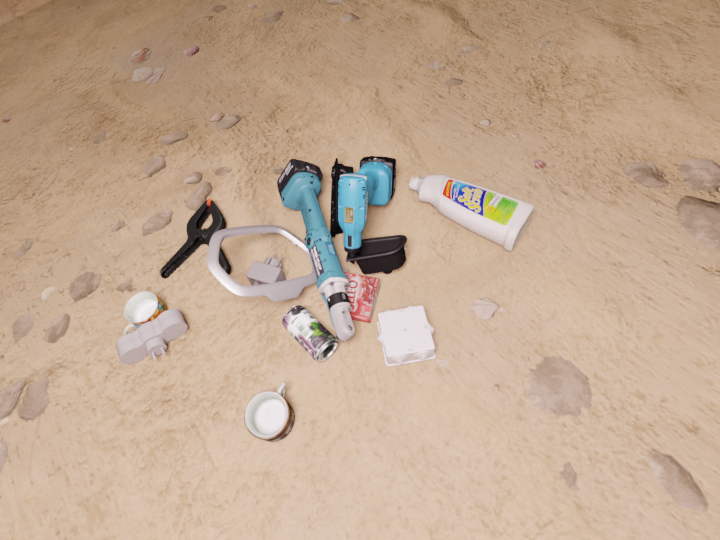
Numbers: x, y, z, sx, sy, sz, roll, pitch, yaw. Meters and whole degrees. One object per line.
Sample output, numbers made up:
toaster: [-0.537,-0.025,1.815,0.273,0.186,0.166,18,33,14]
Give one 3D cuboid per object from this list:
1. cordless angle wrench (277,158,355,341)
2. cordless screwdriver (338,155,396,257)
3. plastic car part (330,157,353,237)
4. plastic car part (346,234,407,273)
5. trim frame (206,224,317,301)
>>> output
cordless angle wrench: [-0.084,-0.055,0.855,0.071,0.098,0.441,9,46,-36]
cordless screwdriver: [0.012,-0.141,0.863,0.076,0.155,0.248,8,27,14]
plastic car part: [-0.039,-0.172,0.953,0.067,0.064,0.209,-3,57,-5]
plastic car part: [0.039,-0.024,0.838,0.120,0.068,0.067,-5,38,19]
trim frame: [-0.185,-0.020,0.831,0.238,0.027,0.192,-10,53,-44]
